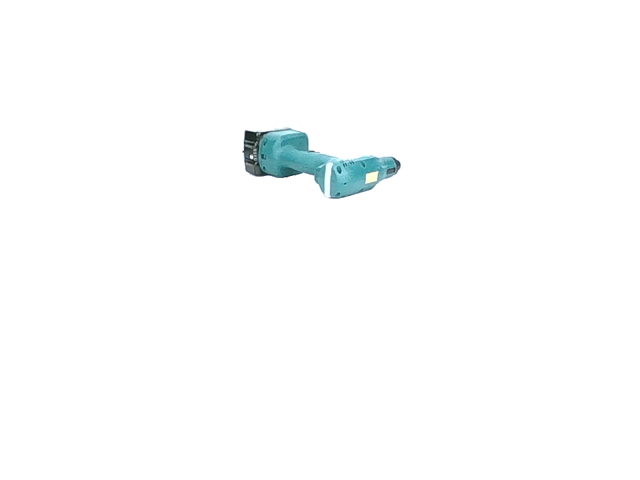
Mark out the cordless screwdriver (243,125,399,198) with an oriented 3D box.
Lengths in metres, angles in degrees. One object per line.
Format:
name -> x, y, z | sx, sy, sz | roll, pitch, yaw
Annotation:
cordless screwdriver -> -0.004, -0.134, 0.698 | 0.250, 0.074, 0.158 | 25, 32, 39
